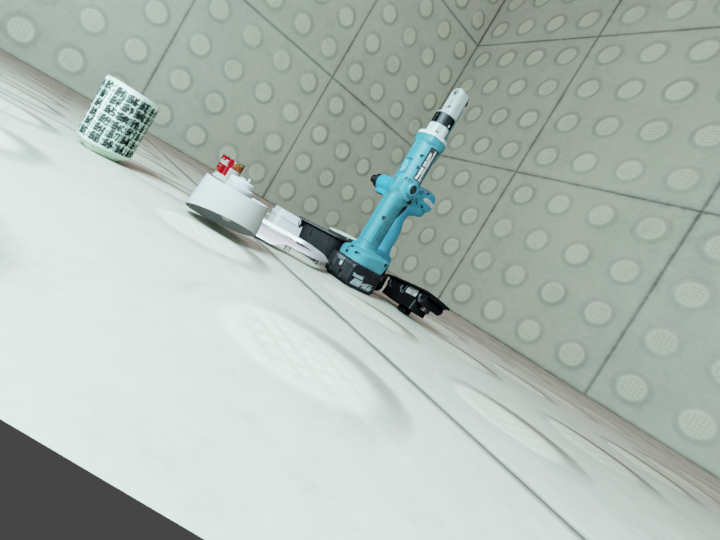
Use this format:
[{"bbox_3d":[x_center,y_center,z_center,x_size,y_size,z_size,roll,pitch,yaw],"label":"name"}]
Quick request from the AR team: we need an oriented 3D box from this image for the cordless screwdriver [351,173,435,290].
[{"bbox_3d":[0.036,-0.091,0.932,0.168,0.248,0.070,33,3,34],"label":"cordless screwdriver"}]

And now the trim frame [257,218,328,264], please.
[{"bbox_3d":[-0.169,-0.073,0.772,0.247,0.027,0.186,30,3,-5],"label":"trim frame"}]

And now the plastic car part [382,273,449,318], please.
[{"bbox_3d":[0.100,0.056,0.881,0.064,0.067,0.210,30,3,-22],"label":"plastic car part"}]

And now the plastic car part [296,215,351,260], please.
[{"bbox_3d":[-0.086,-0.056,0.878,0.120,0.071,0.064,31,3,13],"label":"plastic car part"}]

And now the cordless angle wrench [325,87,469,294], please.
[{"bbox_3d":[0.082,-0.157,0.802,0.092,0.423,0.079,28,4,-43],"label":"cordless angle wrench"}]
